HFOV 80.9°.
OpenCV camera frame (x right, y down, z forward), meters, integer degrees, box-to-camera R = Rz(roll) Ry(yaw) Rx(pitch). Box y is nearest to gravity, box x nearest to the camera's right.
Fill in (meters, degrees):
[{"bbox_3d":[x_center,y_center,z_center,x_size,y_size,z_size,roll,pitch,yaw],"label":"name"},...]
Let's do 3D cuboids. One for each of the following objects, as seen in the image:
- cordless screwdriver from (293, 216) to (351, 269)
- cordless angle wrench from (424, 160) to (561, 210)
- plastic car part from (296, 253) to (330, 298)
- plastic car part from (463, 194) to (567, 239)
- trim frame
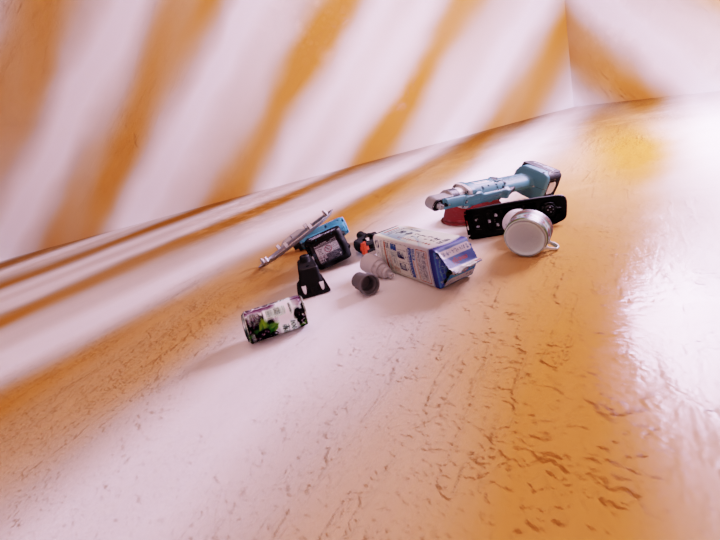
[{"bbox_3d":[-0.104,-0.068,1.063,0.160,0.073,0.253,-24,16,3],"label":"cordless screwdriver"},{"bbox_3d":[0.301,-0.185,0.968,0.408,0.073,0.104,-17,39,-33],"label":"cordless angle wrench"},{"bbox_3d":[-0.108,0.003,0.874,0.065,0.069,0.120,-15,21,-7],"label":"plastic car part"},{"bbox_3d":[0.331,-0.114,0.907,0.208,0.067,0.065,-10,-6,16],"label":"plastic car part"},{"bbox_3d":[-0.171,-0.087,1.104,0.247,0.027,0.188,-41,12,-7],"label":"trim frame"}]
